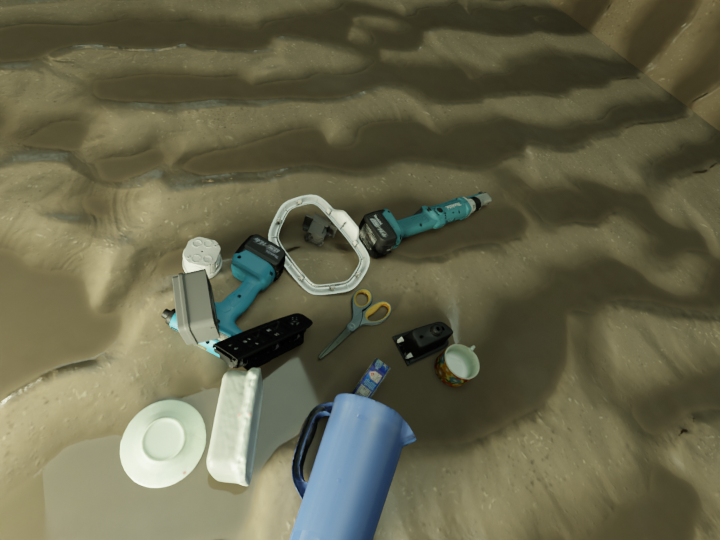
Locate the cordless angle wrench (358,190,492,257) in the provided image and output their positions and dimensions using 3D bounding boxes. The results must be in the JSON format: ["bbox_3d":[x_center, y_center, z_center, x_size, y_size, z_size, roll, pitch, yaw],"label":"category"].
[{"bbox_3d":[0.187,-0.138,1.076,0.410,0.073,0.102,-20,63,-28],"label":"cordless angle wrench"}]

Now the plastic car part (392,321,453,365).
[{"bbox_3d":[0.138,0.136,0.863,0.113,0.070,0.068,-17,64,-22],"label":"plastic car part"}]

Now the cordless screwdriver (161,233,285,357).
[{"bbox_3d":[-0.260,0.037,0.836,0.161,0.073,0.250,24,57,3],"label":"cordless screwdriver"}]

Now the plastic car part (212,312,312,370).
[{"bbox_3d":[-0.164,0.132,0.768,0.070,0.066,0.196,9,23,38],"label":"plastic car part"}]

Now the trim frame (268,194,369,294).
[{"bbox_3d":[-0.091,-0.060,0.936,0.182,0.027,0.254,-36,77,-15],"label":"trim frame"}]
